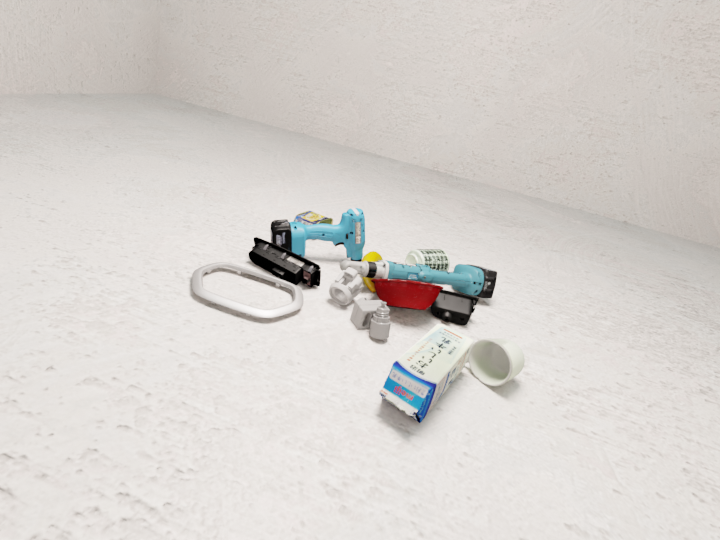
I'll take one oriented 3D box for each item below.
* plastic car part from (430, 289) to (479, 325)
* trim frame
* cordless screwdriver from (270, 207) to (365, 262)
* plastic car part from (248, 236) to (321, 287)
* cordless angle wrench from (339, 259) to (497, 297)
[{"bbox_3d":[0.210,0.092,0.986,0.118,0.064,0.072,13,38,5],"label":"plastic car part"},{"bbox_3d":[-0.240,0.038,0.901,0.252,0.027,0.184,15,26,7],"label":"trim frame"},{"bbox_3d":[-0.108,-0.071,1.102,0.245,0.155,0.077,-8,25,-10],"label":"cordless screwdriver"},{"bbox_3d":[-0.190,-0.014,1.005,0.213,0.064,0.066,28,53,27],"label":"plastic car part"},{"bbox_3d":[0.146,0.010,1.058,0.408,0.074,0.102,6,9,-21],"label":"cordless angle wrench"}]
